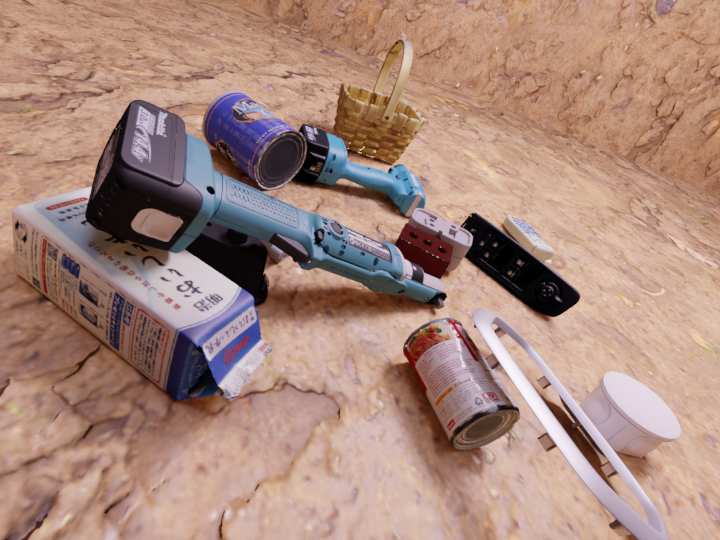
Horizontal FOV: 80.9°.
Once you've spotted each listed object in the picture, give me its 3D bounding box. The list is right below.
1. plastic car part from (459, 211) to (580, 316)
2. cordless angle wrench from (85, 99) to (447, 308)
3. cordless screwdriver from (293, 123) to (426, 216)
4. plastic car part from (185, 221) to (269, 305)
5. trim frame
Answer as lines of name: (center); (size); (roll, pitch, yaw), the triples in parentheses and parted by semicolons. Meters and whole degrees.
plastic car part: (0.242, -0.005, 0.669); (0.214, 0.066, 0.063); (46, 13, 34)
cordless angle wrench: (-0.043, -0.028, 0.440); (0.400, 0.075, 0.102); (21, 42, -38)
cordless screwdriver: (-0.005, -0.189, 0.774); (0.242, 0.074, 0.164); (17, 32, -15)
plastic car part: (-0.143, -0.021, 0.451); (0.118, 0.070, 0.066); (23, 33, 6)
trim frame: (0.184, 0.132, 0.398); (0.174, 0.028, 0.261); (28, 24, -41)
